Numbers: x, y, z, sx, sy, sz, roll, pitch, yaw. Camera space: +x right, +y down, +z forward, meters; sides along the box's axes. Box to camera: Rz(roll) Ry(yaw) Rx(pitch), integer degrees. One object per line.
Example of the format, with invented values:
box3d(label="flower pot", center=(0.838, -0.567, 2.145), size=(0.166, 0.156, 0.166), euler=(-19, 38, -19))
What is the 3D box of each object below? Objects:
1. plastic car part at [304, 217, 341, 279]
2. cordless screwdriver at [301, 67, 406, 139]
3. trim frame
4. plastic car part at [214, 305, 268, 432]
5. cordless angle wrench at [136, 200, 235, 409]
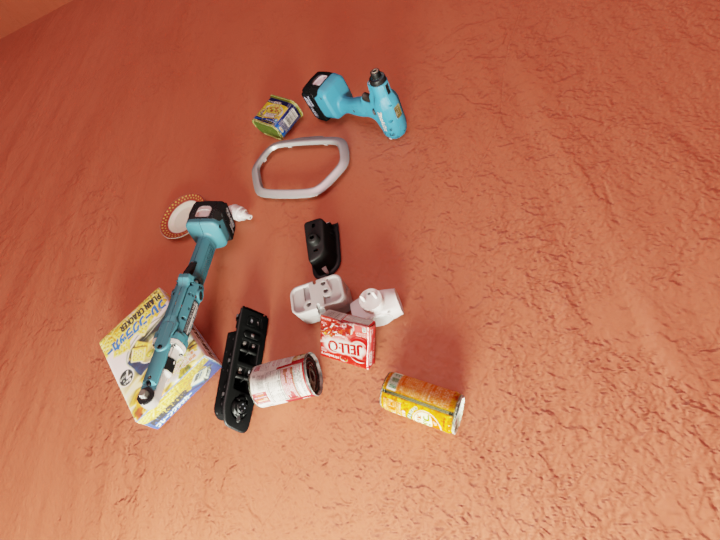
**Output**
box3d(label="plastic car part", center=(-0.077, -0.050, 0.788), size=(0.067, 0.067, 0.120), euler=(-17, 54, 14))
box3d(label="cordless screwdriver", center=(-0.021, -0.373, 0.899), size=(0.263, 0.151, 0.074), euler=(30, 76, 35))
box3d(label="trim frame", center=(-0.139, -0.236, 0.950), size=(0.259, 0.026, 0.186), euler=(2, 64, 27))
box3d(label="plastic car part", center=(-0.212, 0.168, 0.727), size=(0.069, 0.062, 0.209), euler=(-17, 56, 25))
box3d(label="cordless angle wrench", center=(-0.321, 0.043, 0.783), size=(0.075, 0.094, 0.435), euler=(-2, 50, 4))
